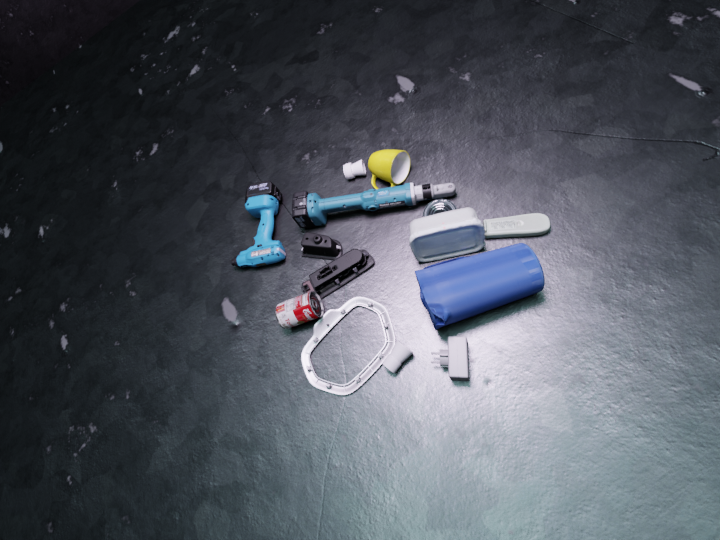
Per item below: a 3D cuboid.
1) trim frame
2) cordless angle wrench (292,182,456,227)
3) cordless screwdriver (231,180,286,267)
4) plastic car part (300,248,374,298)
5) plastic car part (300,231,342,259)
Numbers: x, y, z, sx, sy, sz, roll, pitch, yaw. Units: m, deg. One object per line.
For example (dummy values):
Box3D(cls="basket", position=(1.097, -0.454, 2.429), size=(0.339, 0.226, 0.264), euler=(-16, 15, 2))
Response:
Box3D(cls="trim frame", position=(-0.033, 0.173, 0.996), size=(0.248, 0.026, 0.194), euler=(-46, 57, -2))
Box3D(cls="cordless angle wrench", position=(0.030, -0.184, 1.110), size=(0.433, 0.093, 0.076), euler=(-6, 68, 15))
Box3D(cls="cordless screwdriver", position=(-0.300, -0.129, 1.223), size=(0.163, 0.071, 0.255), euler=(-13, 66, 16))
Box3D(cls="plastic car part", position=(-0.065, 0.002, 1.074), size=(0.203, 0.063, 0.069), euler=(-29, 53, 3))
Box3D(cls="plastic car part", position=(-0.109, -0.072, 1.119), size=(0.122, 0.067, 0.066), euler=(8, 71, 27))
